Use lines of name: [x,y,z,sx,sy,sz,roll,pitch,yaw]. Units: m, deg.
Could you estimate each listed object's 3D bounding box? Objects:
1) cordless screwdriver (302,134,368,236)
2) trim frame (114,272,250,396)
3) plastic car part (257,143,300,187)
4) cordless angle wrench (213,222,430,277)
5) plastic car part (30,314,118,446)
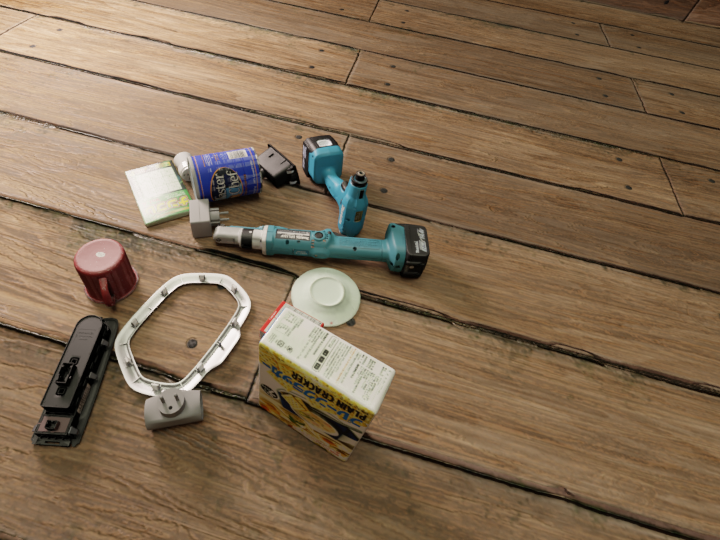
cordless screwdriver: [-0.052,-0.210,0.917,0.072,0.155,0.261,-13,53,-21]
trim frame: [-0.297,0.096,0.722,0.188,0.027,0.248,24,50,11]
plastic car part: [-0.204,-0.237,0.988,0.070,0.063,0.122,-40,62,-17]
cordless angle wrench: [-0.083,-0.054,0.845,0.422,0.072,0.101,4,51,-1]
plastic car part: [-0.432,0.151,0.641,0.066,0.065,0.209,-1,49,-2]
